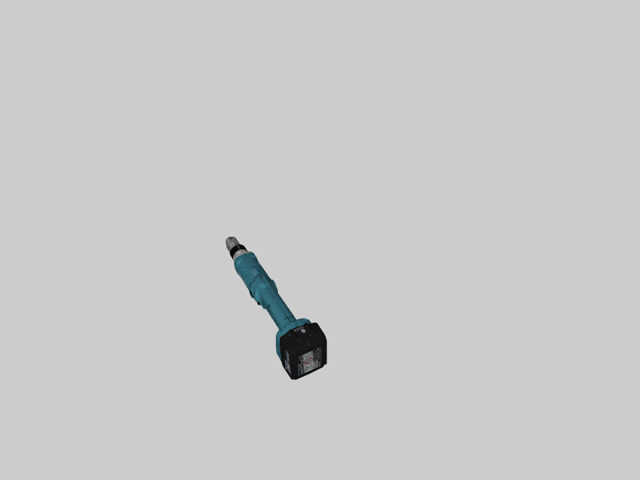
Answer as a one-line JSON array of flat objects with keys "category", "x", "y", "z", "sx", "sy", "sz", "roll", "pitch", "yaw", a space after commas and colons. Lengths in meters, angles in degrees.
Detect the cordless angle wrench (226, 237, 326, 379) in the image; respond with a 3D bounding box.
[{"category": "cordless angle wrench", "x": -0.122, "y": 0.106, "z": 0.900, "sx": 0.074, "sy": 0.098, "sz": 0.422, "roll": -19, "pitch": 40, "yaw": -23}]
